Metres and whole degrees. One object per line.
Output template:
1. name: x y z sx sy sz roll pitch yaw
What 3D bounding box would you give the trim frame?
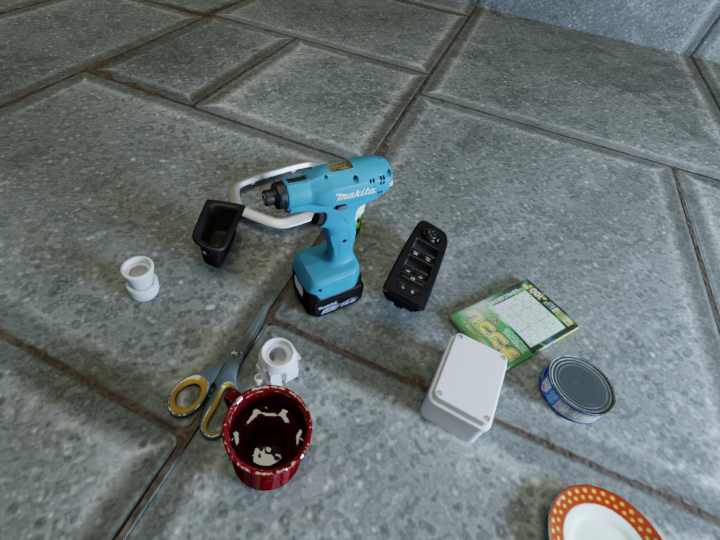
1. trim frame: -0.134 -0.153 0.817 0.242 0.027 0.193 -27 56 -29

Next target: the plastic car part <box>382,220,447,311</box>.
1. plastic car part: 0.092 -0.005 0.681 0.068 0.065 0.203 21 48 10

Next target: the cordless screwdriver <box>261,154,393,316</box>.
1. cordless screwdriver: -0.056 -0.036 0.569 0.155 0.243 0.078 -16 53 -24

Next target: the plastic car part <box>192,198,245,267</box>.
1. plastic car part: -0.230 -0.052 0.681 0.066 0.069 0.120 7 46 -4
